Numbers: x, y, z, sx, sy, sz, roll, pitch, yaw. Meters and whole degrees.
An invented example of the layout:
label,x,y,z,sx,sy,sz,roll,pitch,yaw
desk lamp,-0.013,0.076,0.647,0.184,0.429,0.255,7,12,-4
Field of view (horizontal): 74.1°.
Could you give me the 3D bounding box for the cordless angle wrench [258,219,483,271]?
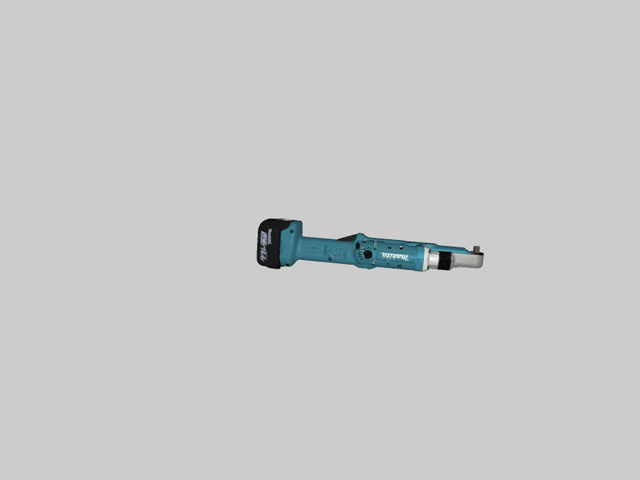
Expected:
label,x,y,z,sx,sy,sz,roll,pitch,yaw
cordless angle wrench,0.091,0.022,0.816,0.423,0.098,0.074,5,7,9
